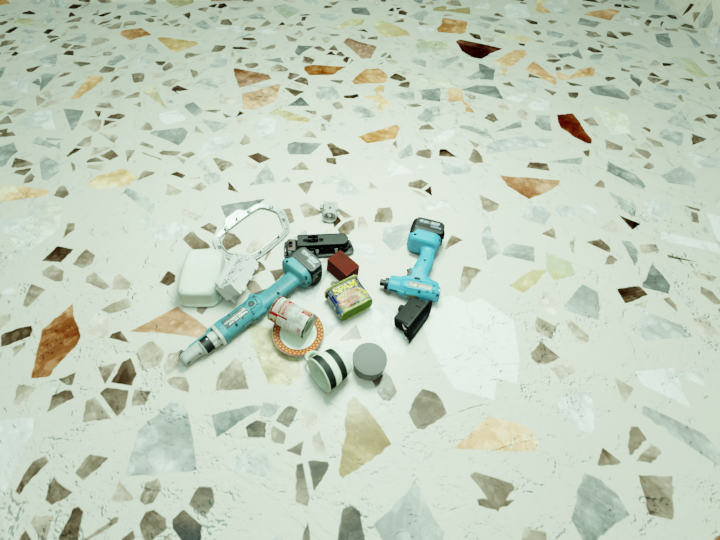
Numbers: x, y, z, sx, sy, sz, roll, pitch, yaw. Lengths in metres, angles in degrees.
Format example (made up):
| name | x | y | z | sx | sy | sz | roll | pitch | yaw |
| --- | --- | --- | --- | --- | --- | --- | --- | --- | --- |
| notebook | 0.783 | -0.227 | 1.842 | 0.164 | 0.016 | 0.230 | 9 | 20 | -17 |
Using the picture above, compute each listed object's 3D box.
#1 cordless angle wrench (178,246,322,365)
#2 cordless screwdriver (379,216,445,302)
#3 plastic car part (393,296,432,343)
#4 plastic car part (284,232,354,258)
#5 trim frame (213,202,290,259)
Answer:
| name | x | y | z | sx | sy | sz | roll | pitch | yaw |
| --- | --- | --- | --- | --- | --- | --- | --- | --- | --- |
| cordless angle wrench | -0.276 | 0.096 | 1.085 | 0.102 | 0.072 | 0.417 | 39 | 64 | 24 |
| cordless screwdriver | 0.150 | -0.034 | 1.183 | 0.162 | 0.072 | 0.252 | 10 | 57 | 7 |
| plastic car part | 0.126 | 0.114 | 1.080 | 0.074 | 0.063 | 0.115 | 20 | 50 | 29 |
| plastic car part | -0.120 | -0.078 | 1.225 | 0.202 | 0.065 | 0.069 | -1 | 46 | -4 |
| trim frame | -0.327 | -0.122 | 1.277 | 0.192 | 0.026 | 0.246 | 33 | 61 | 24 |
